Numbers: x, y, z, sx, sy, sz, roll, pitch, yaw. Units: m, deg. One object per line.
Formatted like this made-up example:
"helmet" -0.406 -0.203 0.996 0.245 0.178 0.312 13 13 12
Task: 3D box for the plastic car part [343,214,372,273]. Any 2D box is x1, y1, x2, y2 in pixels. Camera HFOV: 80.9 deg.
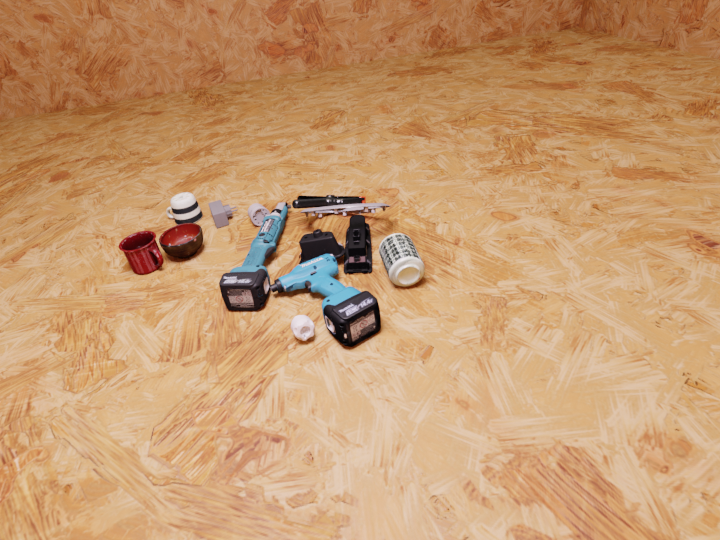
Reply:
"plastic car part" -0.009 -0.075 1.036 0.067 0.064 0.208 -10 34 9

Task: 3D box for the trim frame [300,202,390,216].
"trim frame" -0.042 -0.155 1.097 0.260 0.027 0.176 -1 7 38

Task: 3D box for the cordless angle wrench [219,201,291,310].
"cordless angle wrench" -0.242 -0.067 1.068 0.099 0.072 0.432 -3 35 7

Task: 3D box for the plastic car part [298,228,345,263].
"plastic car part" -0.099 -0.065 1.011 0.121 0.068 0.066 -9 33 26

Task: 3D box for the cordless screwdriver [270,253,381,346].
"cordless screwdriver" -0.078 0.056 0.869 0.156 0.072 0.263 -24 36 -19
